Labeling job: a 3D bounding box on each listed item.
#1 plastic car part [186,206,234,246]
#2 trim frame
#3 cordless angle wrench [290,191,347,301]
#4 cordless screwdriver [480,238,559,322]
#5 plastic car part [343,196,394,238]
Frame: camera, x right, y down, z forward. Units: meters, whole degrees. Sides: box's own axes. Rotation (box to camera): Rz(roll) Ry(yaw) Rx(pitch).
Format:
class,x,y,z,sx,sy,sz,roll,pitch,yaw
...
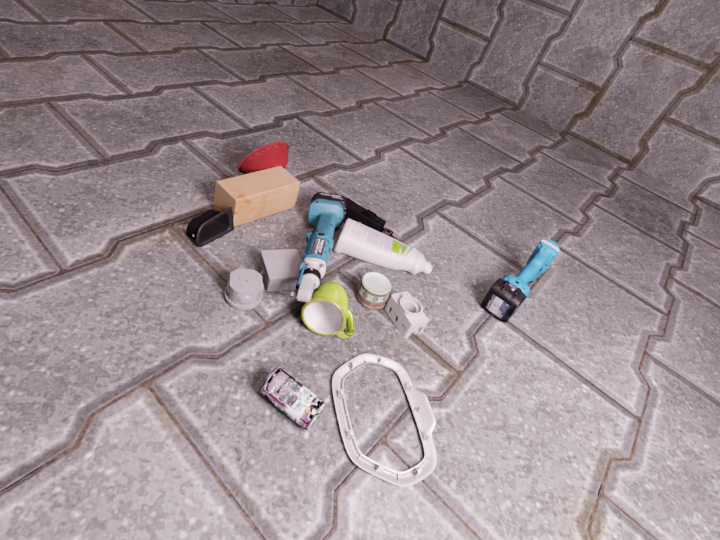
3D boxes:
class,x,y,z,sx,sy,sz,roll,pitch,yaw
plastic car part,-0.367,-0.110,1.008,0.074,0.064,0.114,24,41,27
trim frame,0.044,0.256,0.768,0.179,0.027,0.260,3,41,-19
cordless angle wrench,-0.097,-0.063,0.989,0.098,0.073,0.432,8,33,-1
cordless screwdriver,0.410,0.036,1.091,0.078,0.155,0.245,39,59,23
plastic car part,0.003,-0.144,1.181,0.210,0.065,0.065,31,48,18
